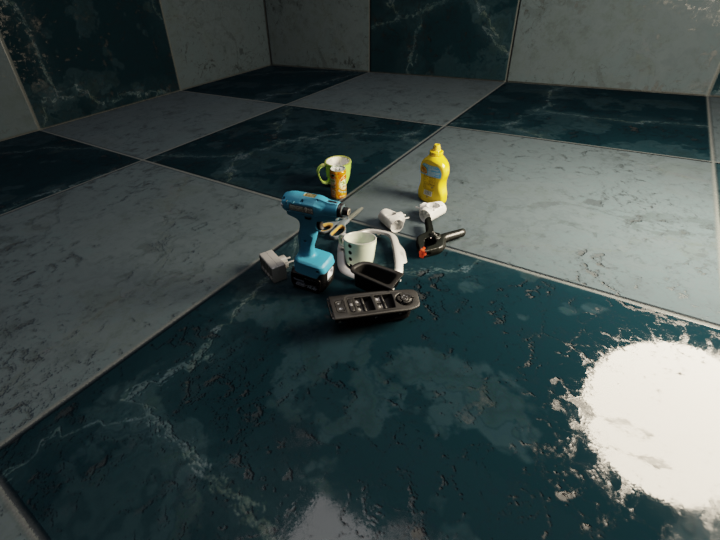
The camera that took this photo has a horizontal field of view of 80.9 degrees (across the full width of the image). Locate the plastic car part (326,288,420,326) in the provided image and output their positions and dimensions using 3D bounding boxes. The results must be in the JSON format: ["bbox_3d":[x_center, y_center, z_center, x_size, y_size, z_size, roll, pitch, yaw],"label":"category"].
[{"bbox_3d":[0.032,0.085,0.917,0.201,0.065,0.069,-10,35,-8],"label":"plastic car part"}]

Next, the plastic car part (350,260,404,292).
[{"bbox_3d":[0.034,0.029,0.993,0.122,0.069,0.065,19,40,28],"label":"plastic car part"}]

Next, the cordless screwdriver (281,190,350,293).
[{"bbox_3d":[-0.097,-0.063,0.988,0.166,0.241,0.074,14,37,22],"label":"cordless screwdriver"}]

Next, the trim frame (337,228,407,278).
[{"bbox_3d":[0.030,-0.043,1.131,0.185,0.027,0.256,-3,35,2],"label":"trim frame"}]
